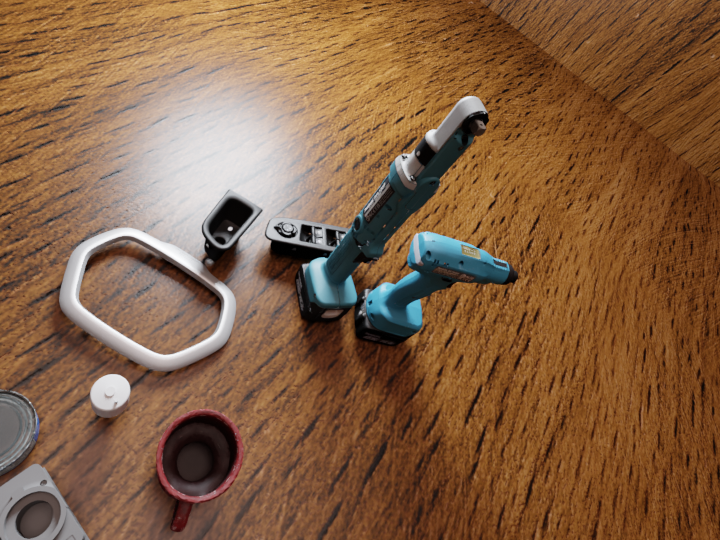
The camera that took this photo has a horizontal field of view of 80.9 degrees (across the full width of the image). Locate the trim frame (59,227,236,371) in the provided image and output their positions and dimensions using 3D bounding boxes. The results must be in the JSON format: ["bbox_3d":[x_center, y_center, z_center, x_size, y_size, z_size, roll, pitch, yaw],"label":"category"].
[{"bbox_3d":[-0.296,0.035,0.604,0.247,0.027,0.185,31,49,-3],"label":"trim frame"}]

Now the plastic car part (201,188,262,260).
[{"bbox_3d":[-0.219,-0.063,0.683,0.065,0.071,0.117,30,49,-7],"label":"plastic car part"}]

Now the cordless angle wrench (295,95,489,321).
[{"bbox_3d":[0.019,-0.057,0.561,0.071,0.425,0.101,4,59,-28],"label":"cordless angle wrench"}]

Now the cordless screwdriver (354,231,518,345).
[{"bbox_3d":[0.101,0.039,0.648,0.154,0.250,0.076,16,54,-19],"label":"cordless screwdriver"}]

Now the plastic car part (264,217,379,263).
[{"bbox_3d":[-0.073,-0.048,0.745,0.196,0.067,0.068,12,54,-19],"label":"plastic car part"}]
